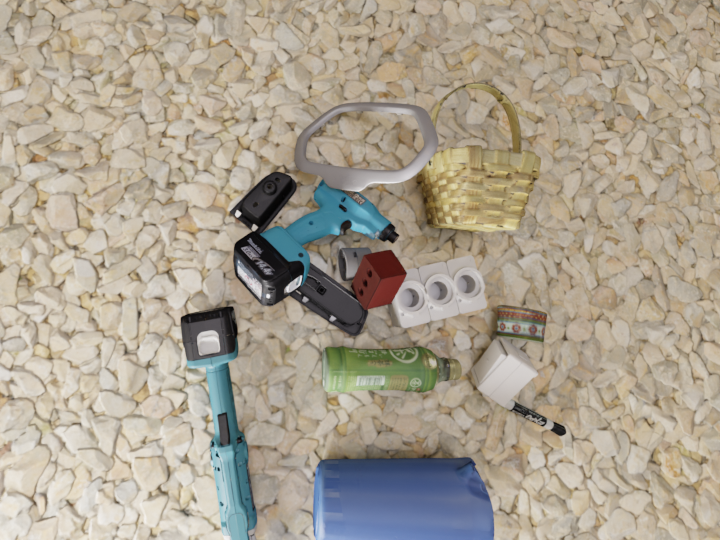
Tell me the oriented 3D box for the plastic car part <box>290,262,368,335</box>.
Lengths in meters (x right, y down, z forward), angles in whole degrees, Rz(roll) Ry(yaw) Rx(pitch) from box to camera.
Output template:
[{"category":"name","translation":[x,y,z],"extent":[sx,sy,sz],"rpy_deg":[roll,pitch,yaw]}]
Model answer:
[{"category":"plastic car part","translation":[-0.069,0.029,0.692],"extent":[0.202,0.067,0.066],"rpy_deg":[37,69,-4]}]

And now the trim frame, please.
[{"category":"trim frame","translation":[0.003,-0.211,0.698],"extent":[0.259,0.026,0.185],"rpy_deg":[12,64,24]}]

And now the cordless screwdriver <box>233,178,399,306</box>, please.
[{"category":"cordless screwdriver","translation":[-0.064,-0.042,0.651],"extent":[0.164,0.073,0.245],"rpy_deg":[38,57,16]}]

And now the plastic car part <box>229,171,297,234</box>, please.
[{"category":"plastic car part","translation":[-0.155,-0.124,0.699],"extent":[0.066,0.071,0.116],"rpy_deg":[40,81,-4]}]

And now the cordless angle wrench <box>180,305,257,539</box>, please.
[{"category":"cordless angle wrench","translation":[-0.194,0.269,0.625],"extent":[0.073,0.099,0.425],"rpy_deg":[-9,86,-12]}]
